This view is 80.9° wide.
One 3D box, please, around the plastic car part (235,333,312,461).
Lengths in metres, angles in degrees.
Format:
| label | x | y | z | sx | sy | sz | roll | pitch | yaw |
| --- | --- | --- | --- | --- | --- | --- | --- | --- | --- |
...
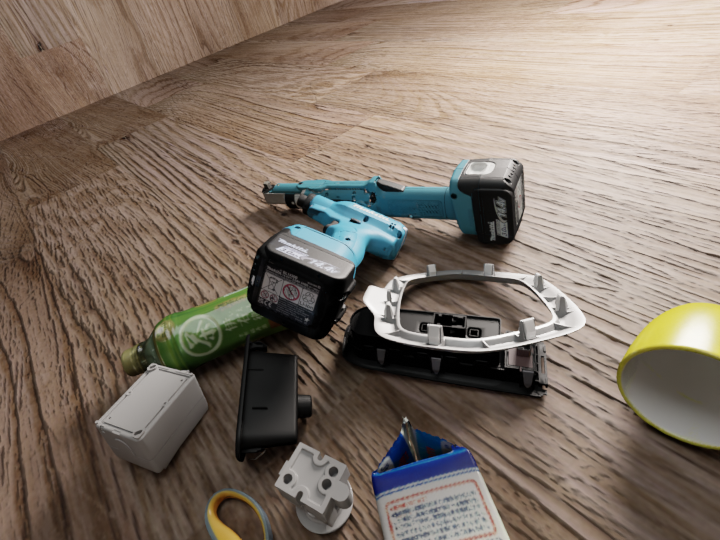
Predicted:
| label | x | y | z | sx | sy | sz | roll | pitch | yaw |
| --- | --- | --- | --- | --- | --- | --- | --- | --- | --- |
| plastic car part | -0.084 | 0.128 | 0.417 | 0.070 | 0.064 | 0.121 | -4 | 41 | -8 |

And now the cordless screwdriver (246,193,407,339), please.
| label | x | y | z | sx | sy | sz | roll | pitch | yaw |
| --- | --- | --- | --- | --- | --- | --- | --- | --- | --- |
| cordless screwdriver | -0.049 | -0.032 | 0.499 | 0.164 | 0.073 | 0.245 | 24 | 28 | 12 |

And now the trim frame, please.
| label | x | y | z | sx | sy | sz | roll | pitch | yaw |
| --- | --- | --- | --- | --- | --- | --- | --- | --- | --- |
| trim frame | 0.097 | 0.025 | 0.410 | 0.188 | 0.027 | 0.247 | -4 | 14 | 12 |

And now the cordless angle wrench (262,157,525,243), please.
| label | x | y | z | sx | sy | sz | roll | pitch | yaw |
| --- | --- | --- | --- | --- | --- | --- | --- | --- | --- |
| cordless angle wrench | 0.013 | -0.110 | 0.644 | 0.444 | 0.094 | 0.074 | 8 | 43 | 33 |

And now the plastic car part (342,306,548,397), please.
| label | x | y | z | sx | sy | sz | roll | pitch | yaw |
| --- | --- | --- | --- | --- | --- | --- | --- | --- | --- |
| plastic car part | 0.072 | 0.072 | 0.422 | 0.211 | 0.064 | 0.067 | 1 | 48 | 24 |
